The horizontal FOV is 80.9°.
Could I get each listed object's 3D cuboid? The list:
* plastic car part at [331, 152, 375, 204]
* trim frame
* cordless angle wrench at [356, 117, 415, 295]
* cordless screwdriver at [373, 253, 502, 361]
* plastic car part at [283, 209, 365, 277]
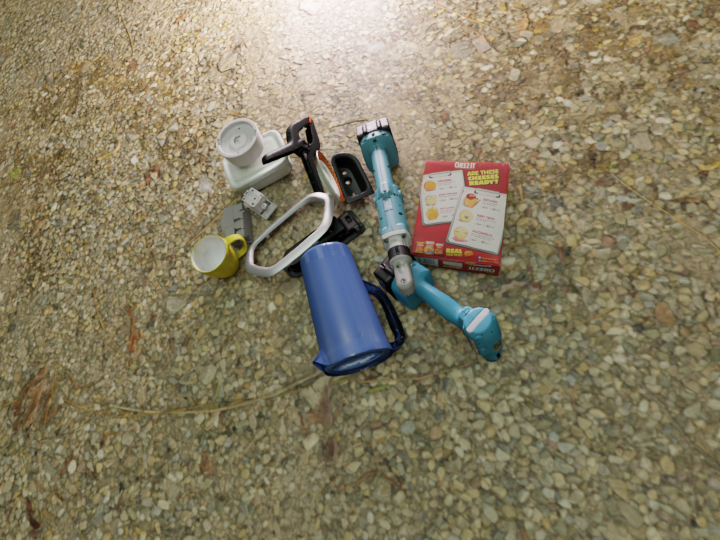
[{"bbox_3d":[-0.024,-0.202,0.946,0.065,0.070,0.119,-21,77,-7],"label":"plastic car part"},{"bbox_3d":[-0.155,-0.080,0.925,0.249,0.026,0.194,-42,40,3],"label":"trim frame"},{"bbox_3d":[0.055,-0.137,0.824,0.076,0.093,0.438,-16,51,12],"label":"cordless angle wrench"},{"bbox_3d":[0.144,0.066,0.768,0.074,0.150,0.263,-46,49,-8],"label":"cordless screwdriver"},{"bbox_3d":[-0.090,-0.059,0.921,0.203,0.065,0.069,-37,72,4],"label":"plastic car part"}]
